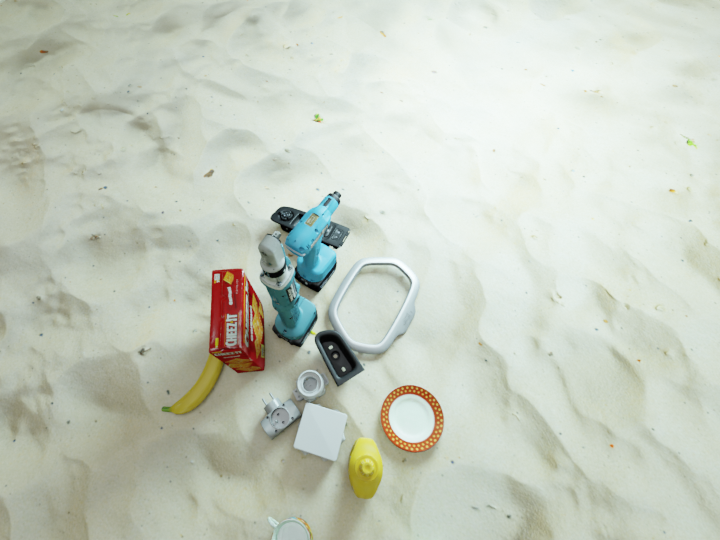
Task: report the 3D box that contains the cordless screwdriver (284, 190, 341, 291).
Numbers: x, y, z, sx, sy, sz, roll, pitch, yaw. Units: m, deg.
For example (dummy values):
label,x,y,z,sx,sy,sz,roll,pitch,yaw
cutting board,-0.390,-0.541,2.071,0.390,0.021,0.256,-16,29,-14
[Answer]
label,x,y,z,sx,sy,sz,roll,pitch,yaw
cordless screwdriver,-0.092,-0.060,0.941,0.076,0.242,0.159,31,69,12

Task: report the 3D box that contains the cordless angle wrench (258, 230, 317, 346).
label,x,y,z,sx,sy,sz,roll,pitch,yaw
cordless angle wrench,-0.142,0.045,0.798,0.076,0.412,0.098,27,68,10

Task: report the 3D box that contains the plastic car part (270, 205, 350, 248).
label,x,y,z,sx,sy,sz,roll,pitch,yaw
plastic car part,-0.128,-0.106,1.064,0.209,0.065,0.066,24,67,14

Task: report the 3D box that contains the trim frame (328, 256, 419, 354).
label,x,y,z,sx,sy,sz,roll,pitch,yaw
trim frame,0.034,0.075,0.986,0.190,0.027,0.249,25,68,15

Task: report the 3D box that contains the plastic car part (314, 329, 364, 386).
label,x,y,z,sx,sy,sz,roll,pitch,yaw
plastic car part,-0.051,0.186,0.913,0.065,0.069,0.121,-29,67,-12
